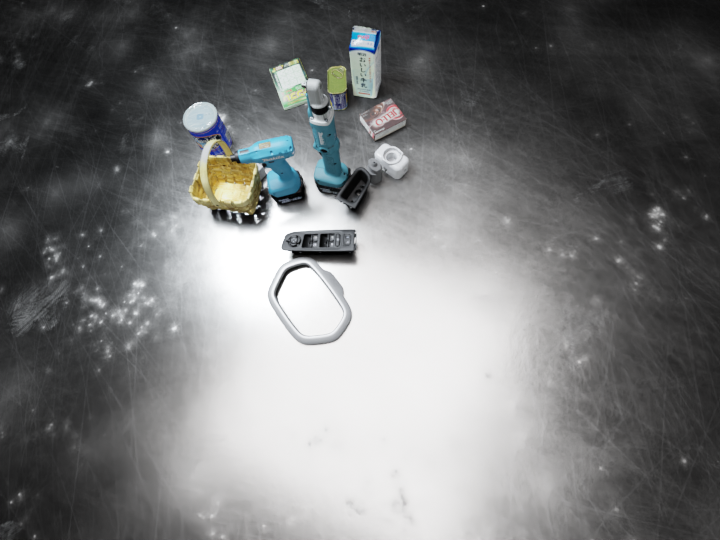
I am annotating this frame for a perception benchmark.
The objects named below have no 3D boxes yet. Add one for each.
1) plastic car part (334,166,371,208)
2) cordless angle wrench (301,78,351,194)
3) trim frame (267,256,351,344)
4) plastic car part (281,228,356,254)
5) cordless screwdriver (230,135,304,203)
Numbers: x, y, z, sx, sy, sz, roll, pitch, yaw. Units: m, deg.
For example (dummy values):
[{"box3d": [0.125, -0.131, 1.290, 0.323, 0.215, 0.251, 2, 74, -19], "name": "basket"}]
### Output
[{"box3d": [-0.011, -0.220, 1.177, 0.068, 0.069, 0.116, 30, 76, 14], "name": "plastic car part"}, {"box3d": [-0.084, -0.315, 1.039, 0.100, 0.411, 0.075, 14, 74, 7], "name": "cordless angle wrench"}, {"box3d": [-0.134, 0.077, 1.108, 0.183, 0.027, 0.257, -37, 70, -6], "name": "trim frame"}, {"box3d": [-0.111, -0.073, 1.139, 0.206, 0.065, 0.067, 1, 72, 8], "name": "plastic car part"}, {"box3d": [-0.238, -0.263, 1.131, 0.160, 0.242, 0.076, -10, 72, 0], "name": "cordless screwdriver"}]
